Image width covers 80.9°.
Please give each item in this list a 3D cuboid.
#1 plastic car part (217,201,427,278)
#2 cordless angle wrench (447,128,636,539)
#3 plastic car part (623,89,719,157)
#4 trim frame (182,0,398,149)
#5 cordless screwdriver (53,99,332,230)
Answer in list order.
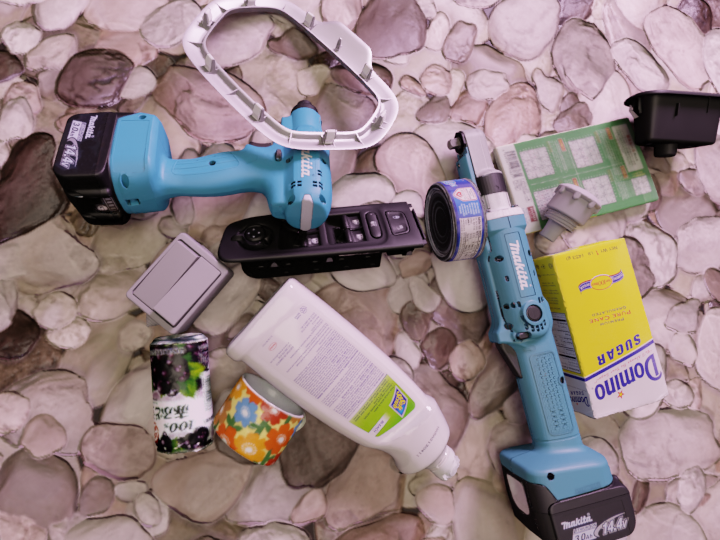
[{"bbox_3d":[-0.043,-0.028,0.439,0.201,0.065,0.069,-3,56,-7],"label":"plastic car part"},{"bbox_3d":[0.168,0.048,0.450,0.097,0.074,0.427,-11,82,-9],"label":"cordless angle wrench"},{"bbox_3d":[0.363,-0.168,0.493,0.114,0.067,0.070,-3,95,-12],"label":"plastic car part"},{"bbox_3d":[-0.070,-0.216,0.443,0.181,0.027,0.255,-36,74,-30],"label":"trim frame"},{"bbox_3d":[-0.155,-0.119,0.428,0.247,0.073,0.164,0,58,-5],"label":"cordless screwdriver"}]
